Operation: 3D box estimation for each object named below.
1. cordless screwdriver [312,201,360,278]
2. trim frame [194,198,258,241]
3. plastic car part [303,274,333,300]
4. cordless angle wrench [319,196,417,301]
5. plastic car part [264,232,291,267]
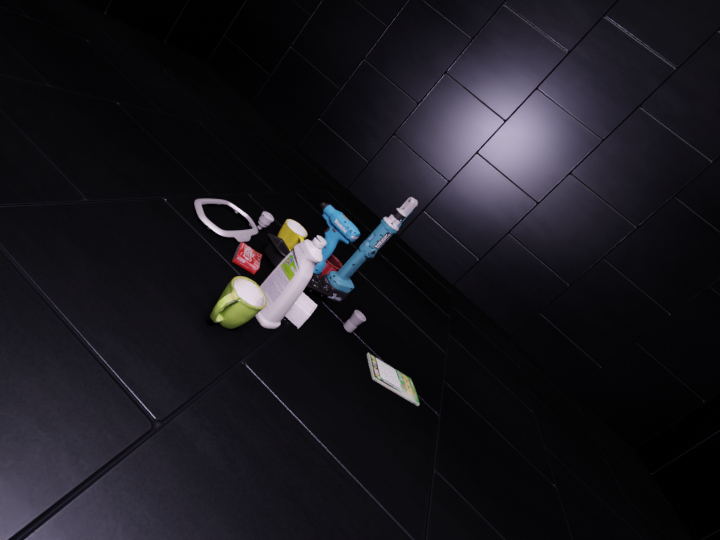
[{"bbox_3d":[-0.133,-0.087,1.358,0.164,0.250,0.072,47,19,17],"label":"cordless screwdriver"},{"bbox_3d":[-0.416,-0.160,1.320,0.189,0.028,0.242,44,18,11],"label":"trim frame"},{"bbox_3d":[-0.159,0.047,1.282,0.192,0.067,0.070,23,25,-43],"label":"plastic car part"},{"bbox_3d":[0.029,-0.072,1.364,0.092,0.425,0.078,24,25,-44],"label":"cordless angle wrench"},{"bbox_3d":[-0.259,-0.049,1.304,0.062,0.071,0.123,22,25,-46],"label":"plastic car part"}]
